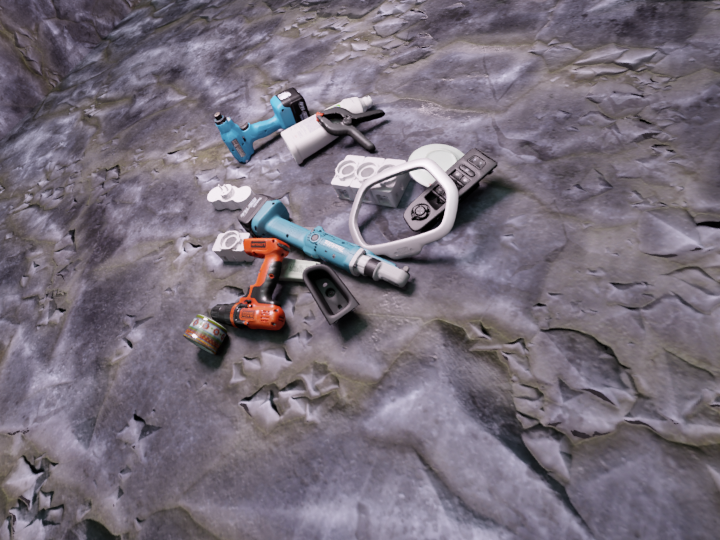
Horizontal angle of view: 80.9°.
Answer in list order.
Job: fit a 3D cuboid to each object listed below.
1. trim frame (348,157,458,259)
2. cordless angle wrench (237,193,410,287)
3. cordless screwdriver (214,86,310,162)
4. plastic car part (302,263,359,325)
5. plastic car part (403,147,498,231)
[{"bbox_3d":[0.075,-0.116,0.827,0.258,0.026,0.187,-14,74,37],"label":"trim frame"},{"bbox_3d":[-0.087,-0.057,0.893,0.446,0.070,0.098,25,70,32],"label":"cordless angle wrench"},{"bbox_3d":[-0.270,-0.418,1.164,0.248,0.151,0.078,-32,52,-2],"label":"cordless screwdriver"},{"bbox_3d":[-0.057,0.044,0.806,0.066,0.068,0.121,-35,67,-3],"label":"plastic car part"},{"bbox_3d":[0.171,-0.150,0.836,0.203,0.064,0.069,-40,65,0],"label":"plastic car part"}]
